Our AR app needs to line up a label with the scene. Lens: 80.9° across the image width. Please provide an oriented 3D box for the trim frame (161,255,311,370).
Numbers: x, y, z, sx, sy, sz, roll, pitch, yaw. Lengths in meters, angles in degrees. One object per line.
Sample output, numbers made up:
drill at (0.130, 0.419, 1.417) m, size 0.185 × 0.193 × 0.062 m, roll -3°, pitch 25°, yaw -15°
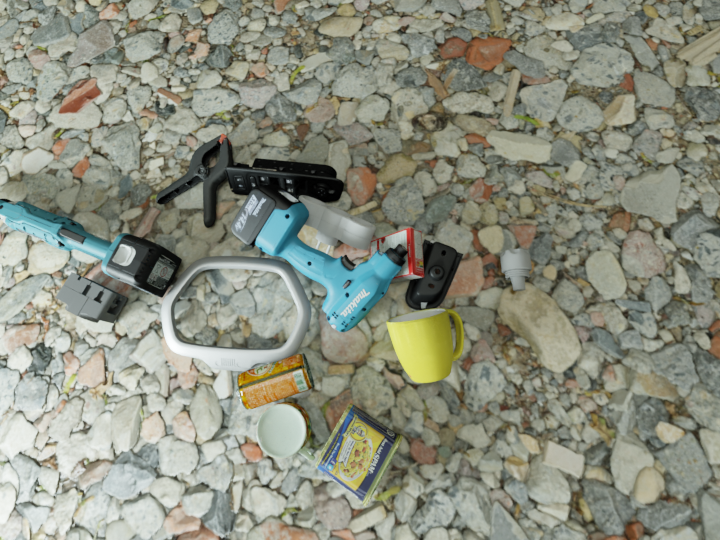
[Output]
trim frame at (-0.202, 0.066, 0.684) m, size 0.250 × 0.027 × 0.187 m, roll 2°, pitch 71°, yaw 4°

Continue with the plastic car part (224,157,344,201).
plastic car part at (-0.126, -0.159, 0.735) m, size 0.207 × 0.064 × 0.068 m, roll 10°, pitch 48°, yaw 9°

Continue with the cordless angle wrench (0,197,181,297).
cordless angle wrench at (-0.512, -0.064, 0.729) m, size 0.435 × 0.095 × 0.075 m, roll 19°, pitch 75°, yaw 15°

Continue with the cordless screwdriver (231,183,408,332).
cordless screwdriver at (-0.063, -0.041, 0.641) m, size 0.252 × 0.073 × 0.160 m, roll 41°, pitch 106°, yaw 6°

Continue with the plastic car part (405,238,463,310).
plastic car part at (0.115, 0.004, 0.650) m, size 0.067 × 0.069 × 0.117 m, roll 22°, pitch 73°, yaw 9°
